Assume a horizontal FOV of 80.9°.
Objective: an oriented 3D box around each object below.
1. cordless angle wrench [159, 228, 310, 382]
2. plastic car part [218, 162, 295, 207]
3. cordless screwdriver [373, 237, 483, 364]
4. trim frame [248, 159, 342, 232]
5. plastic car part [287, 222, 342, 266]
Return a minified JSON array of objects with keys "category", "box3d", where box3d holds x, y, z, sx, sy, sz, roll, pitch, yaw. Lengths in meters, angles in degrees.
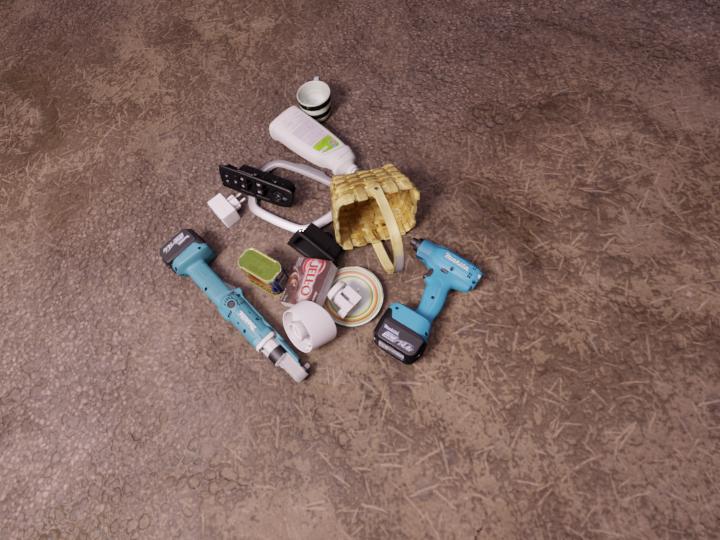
[{"category":"cordless angle wrench","box3d":[-0.265,0.076,0.894,0.439,0.072,0.097,41,77,20]},{"category":"plastic car part","box3d":[-0.236,-0.205,1.003,0.210,0.064,0.066,25,45,19]},{"category":"cordless screwdriver","box3d":[0.113,0.050,0.846,0.166,0.072,0.247,34,71,21]},{"category":"trim frame","box3d":[-0.158,-0.183,1.019,0.258,0.026,0.184,23,72,19]},{"category":"plastic car part","box3d":[-0.091,-0.059,0.928,0.115,0.067,0.071,35,57,-7]}]
